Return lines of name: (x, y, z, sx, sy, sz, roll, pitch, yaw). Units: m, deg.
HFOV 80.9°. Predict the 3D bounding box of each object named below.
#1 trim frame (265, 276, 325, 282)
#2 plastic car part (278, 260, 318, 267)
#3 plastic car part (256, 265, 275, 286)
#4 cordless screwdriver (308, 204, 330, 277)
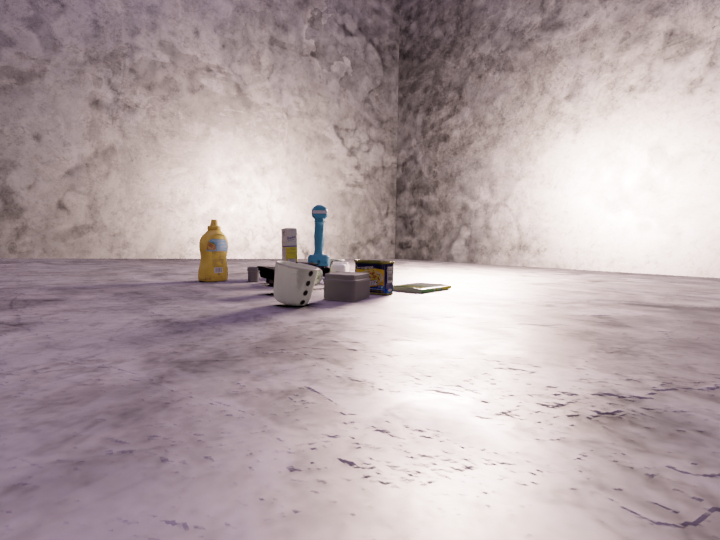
trim frame: (-0.171, 0.029, 1.245, 0.252, 0.027, 0.182, 2, 3, 6)
plastic car part: (-0.191, 0.007, 1.251, 0.113, 0.071, 0.068, 0, 2, -22)
plastic car part: (-0.170, 0.020, 1.060, 0.069, 0.067, 0.194, 2, 3, 32)
cordless screwdriver: (-0.138, -0.090, 1.409, 0.074, 0.248, 0.160, 1, 1, -4)
